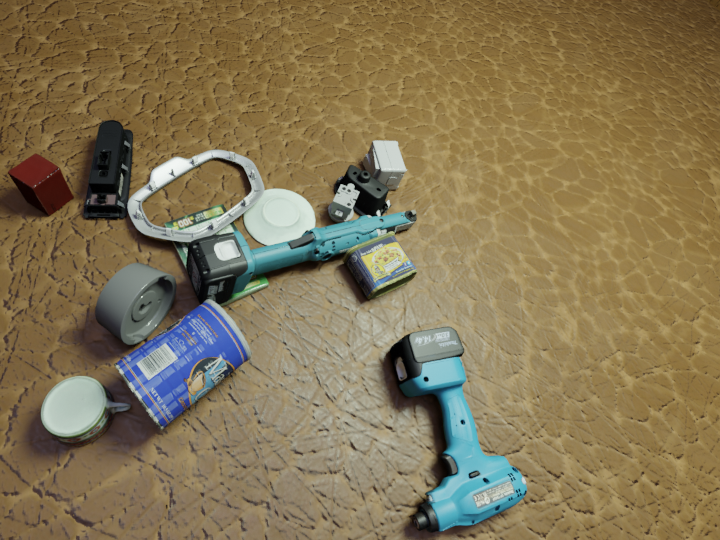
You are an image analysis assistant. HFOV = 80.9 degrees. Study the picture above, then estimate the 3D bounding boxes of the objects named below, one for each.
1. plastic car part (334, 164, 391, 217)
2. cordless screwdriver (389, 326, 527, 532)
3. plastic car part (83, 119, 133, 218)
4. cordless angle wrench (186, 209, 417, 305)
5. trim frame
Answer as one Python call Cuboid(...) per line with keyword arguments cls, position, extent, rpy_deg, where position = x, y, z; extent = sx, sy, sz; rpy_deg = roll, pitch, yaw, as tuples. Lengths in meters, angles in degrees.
Cuboid(cls="plastic car part", position=(0.006, -0.155, 0.803), extent=(0.118, 0.070, 0.065), rpy_deg=(39, 57, 8))
Cuboid(cls="cordless screwdriver", position=(0.108, 0.214, 0.595), extent=(0.155, 0.074, 0.257), rpy_deg=(-12, 66, -19))
Cuboid(cls="plastic car part", position=(-0.439, -0.187, 0.734), extent=(0.065, 0.065, 0.210), rpy_deg=(-6, 57, -10))
Cuboid(cls="cordless angle wrench", position=(-0.069, -0.045, 0.706), extent=(0.409, 0.098, 0.077), rpy_deg=(-17, 66, -31))
Cuboid(cls="trim frame", position=(-0.285, -0.140, 0.745), extent=(0.191, 0.027, 0.246), rpy_deg=(33, 57, 19))
